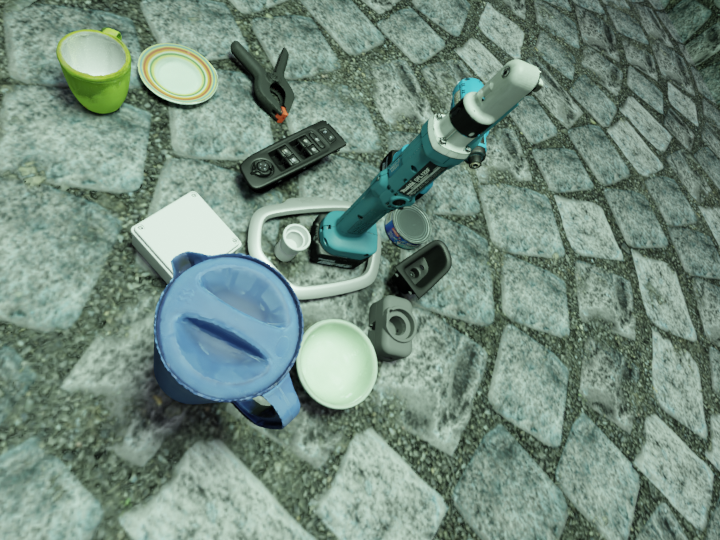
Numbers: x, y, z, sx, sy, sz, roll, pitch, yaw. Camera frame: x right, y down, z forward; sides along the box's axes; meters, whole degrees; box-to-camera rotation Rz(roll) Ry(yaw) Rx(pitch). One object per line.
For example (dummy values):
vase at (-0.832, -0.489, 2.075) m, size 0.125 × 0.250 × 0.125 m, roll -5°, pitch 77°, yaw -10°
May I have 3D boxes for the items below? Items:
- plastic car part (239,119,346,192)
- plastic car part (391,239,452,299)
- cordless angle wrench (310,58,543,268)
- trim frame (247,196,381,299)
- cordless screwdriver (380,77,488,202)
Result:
plastic car part at (-0.122, -0.190, 0.724) m, size 0.199 × 0.068 × 0.067 m, roll -36°, pitch 88°, yaw -33°
plastic car part at (0.101, 0.001, 0.734) m, size 0.114 × 0.072 × 0.066 m, roll -35°, pitch 87°, yaw -33°
cordless angle wrench at (0.049, -0.110, 0.550) m, size 0.094 × 0.429 × 0.076 m, roll 12°, pitch 65°, yaw -25°
trim frame at (-0.069, -0.045, 0.704) m, size 0.240 × 0.028 × 0.189 m, roll -10°, pitch 72°, yaw -28°
cordless screwdriver at (0.124, -0.190, 0.728) m, size 0.072 × 0.252 × 0.162 m, roll 16°, pitch 63°, yaw -22°
